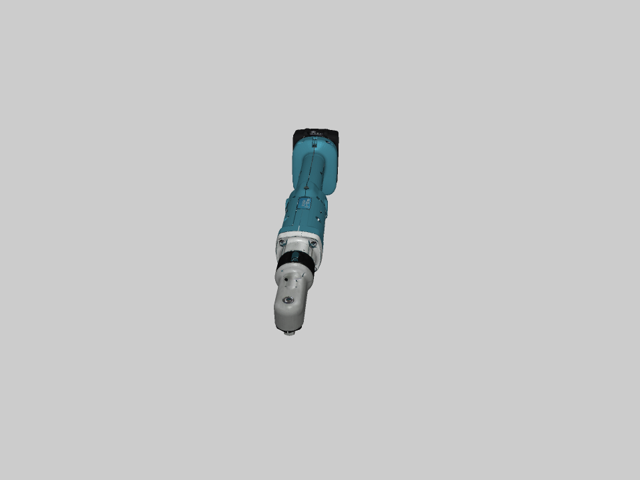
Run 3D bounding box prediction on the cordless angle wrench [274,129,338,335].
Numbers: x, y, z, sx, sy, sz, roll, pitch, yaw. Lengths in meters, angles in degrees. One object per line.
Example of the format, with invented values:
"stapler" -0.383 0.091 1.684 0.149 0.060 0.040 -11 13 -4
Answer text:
"cordless angle wrench" -0.018 -0.040 0.555 0.074 0.098 0.421 2 32 3
